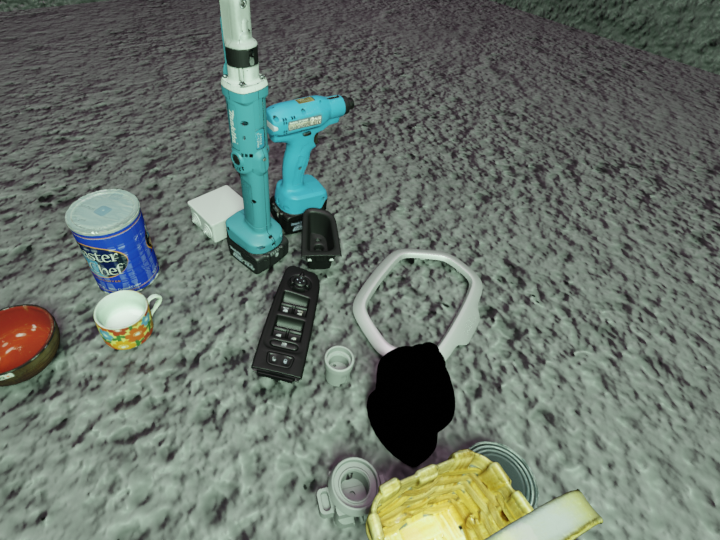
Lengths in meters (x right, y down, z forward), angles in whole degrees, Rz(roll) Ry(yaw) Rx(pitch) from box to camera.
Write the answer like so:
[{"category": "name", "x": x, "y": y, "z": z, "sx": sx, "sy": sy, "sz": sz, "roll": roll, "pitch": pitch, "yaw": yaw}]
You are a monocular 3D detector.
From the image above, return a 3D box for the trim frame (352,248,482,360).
[{"category": "trim frame", "x": 0.097, "y": 0.050, "z": 0.682, "sx": 0.191, "sy": 0.027, "sz": 0.246, "roll": 25, "pitch": 49, "yaw": 20}]

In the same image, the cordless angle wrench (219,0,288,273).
[{"category": "cordless angle wrench", "x": -0.162, "y": -0.171, "z": 0.616, "sx": 0.102, "sy": 0.411, "sz": 0.073, "roll": 35, "pitch": 51, "yaw": 24}]

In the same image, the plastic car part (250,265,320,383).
[{"category": "plastic car part", "x": -0.100, "y": 0.078, "z": 0.617, "sx": 0.067, "sy": 0.065, "sz": 0.207, "roll": 7, "pitch": 45, "yaw": 1}]

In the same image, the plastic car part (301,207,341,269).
[{"category": "plastic car part", "x": -0.072, "y": -0.047, "z": 0.739, "sx": 0.065, "sy": 0.069, "sz": 0.121, "roll": -1, "pitch": 46, "yaw": -7}]

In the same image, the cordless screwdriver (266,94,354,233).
[{"category": "cordless screwdriver", "x": -0.091, "y": -0.190, "z": 0.757, "sx": 0.155, "sy": 0.242, "sz": 0.078, "roll": -21, "pitch": 52, "yaw": -25}]
